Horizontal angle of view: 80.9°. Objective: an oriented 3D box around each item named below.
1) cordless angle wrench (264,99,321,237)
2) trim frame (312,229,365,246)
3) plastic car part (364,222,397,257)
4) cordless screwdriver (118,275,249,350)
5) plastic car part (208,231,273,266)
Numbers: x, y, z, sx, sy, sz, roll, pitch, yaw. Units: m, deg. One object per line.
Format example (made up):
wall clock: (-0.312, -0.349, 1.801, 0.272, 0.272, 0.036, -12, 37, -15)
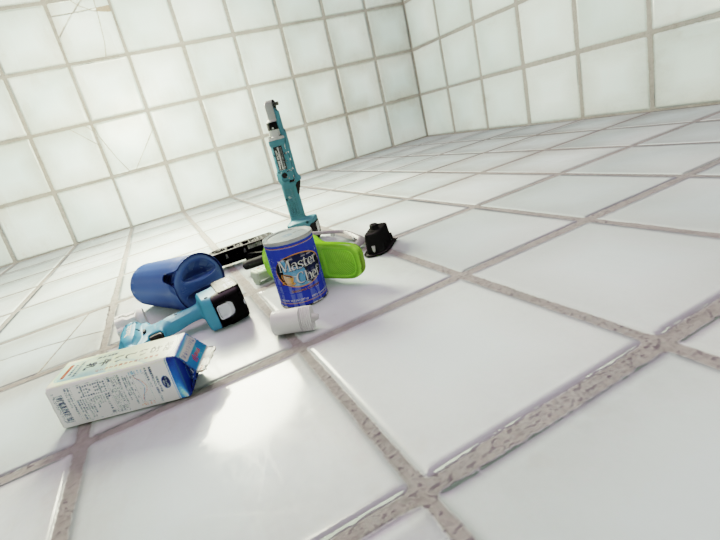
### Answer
cordless angle wrench: (-0.212, -0.281, 1.236, 0.100, 0.413, 0.074, -10, 17, 14)
trim frame: (-0.111, -0.072, 1.132, 0.248, 0.027, 0.188, -4, 21, -1)
plastic car part: (0.041, -0.085, 1.046, 0.068, 0.069, 0.115, -8, 17, 23)
cordless screwdriver: (-0.341, 0.104, 0.818, 0.245, 0.072, 0.166, -25, 22, -16)
plastic car part: (-0.351, -0.059, 1.254, 0.199, 0.065, 0.069, -16, 25, -14)
